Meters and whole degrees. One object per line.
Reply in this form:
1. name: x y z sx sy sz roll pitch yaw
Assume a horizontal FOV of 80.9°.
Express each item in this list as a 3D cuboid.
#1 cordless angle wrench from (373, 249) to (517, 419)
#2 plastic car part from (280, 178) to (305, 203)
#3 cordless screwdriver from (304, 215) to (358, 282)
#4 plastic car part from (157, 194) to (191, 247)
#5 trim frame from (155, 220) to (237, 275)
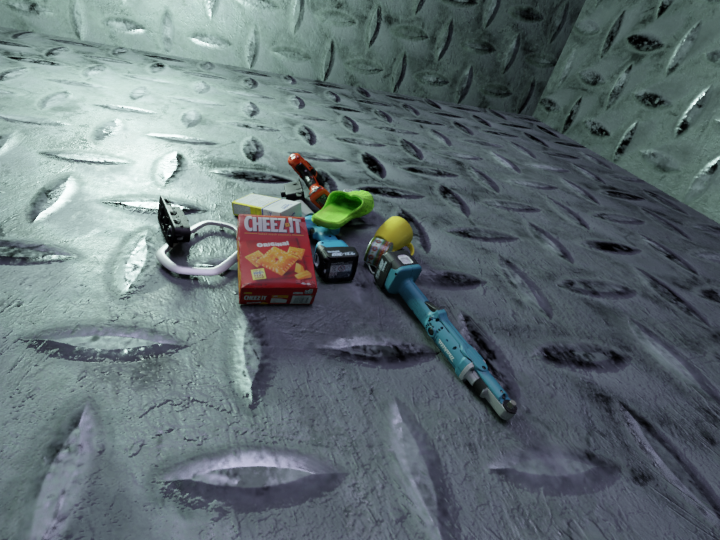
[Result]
1. cordless angle wrench: 0.169 0.122 0.892 0.071 0.096 0.446 -7 43 -30
2. plastic car part: -0.211 -0.238 1.311 0.070 0.064 0.122 -11 36 -11
3. cordless screwdriver: -0.106 -0.069 1.085 0.155 0.073 0.261 -1 33 -18
4. plastic car part: -0.449 -0.114 1.020 0.064 0.066 0.214 11 21 -34
5. trim frame: -0.372 -0.057 1.018 0.188 0.027 0.248 20 36 9
